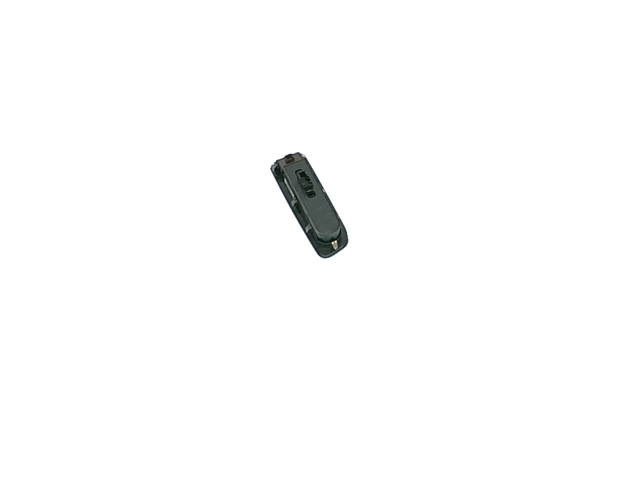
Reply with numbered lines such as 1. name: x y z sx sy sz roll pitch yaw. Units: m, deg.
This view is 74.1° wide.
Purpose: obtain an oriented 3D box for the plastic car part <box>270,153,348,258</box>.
1. plastic car part: -0.014 -0.068 0.687 0.066 0.203 0.067 -20 -21 -17
